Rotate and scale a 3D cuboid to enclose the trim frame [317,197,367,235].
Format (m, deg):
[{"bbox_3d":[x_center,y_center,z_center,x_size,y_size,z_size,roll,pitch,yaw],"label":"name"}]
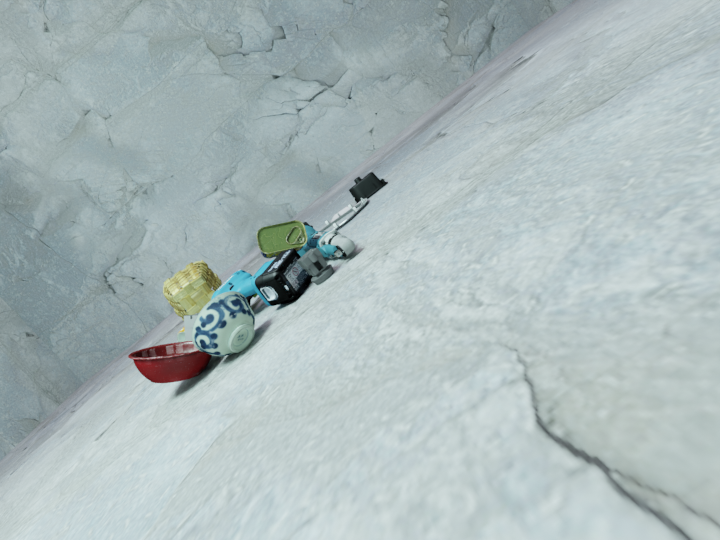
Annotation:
[{"bbox_3d":[-0.079,-0.139,1.244,0.253,0.027,0.184,-33,14,28],"label":"trim frame"}]

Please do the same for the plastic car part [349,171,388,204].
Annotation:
[{"bbox_3d":[0.014,-0.258,1.291,0.117,0.070,0.067,-35,10,3],"label":"plastic car part"}]

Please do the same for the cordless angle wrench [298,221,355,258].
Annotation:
[{"bbox_3d":[-0.094,-0.062,0.966,0.097,0.072,0.436,-41,17,-12],"label":"cordless angle wrench"}]

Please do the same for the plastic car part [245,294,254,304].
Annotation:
[{"bbox_3d":[-0.301,0.099,0.987,0.068,0.065,0.204,2,30,11],"label":"plastic car part"}]

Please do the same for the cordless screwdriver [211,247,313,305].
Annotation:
[{"bbox_3d":[-0.225,0.044,0.867,0.258,0.072,0.158,-15,28,40],"label":"cordless screwdriver"}]
